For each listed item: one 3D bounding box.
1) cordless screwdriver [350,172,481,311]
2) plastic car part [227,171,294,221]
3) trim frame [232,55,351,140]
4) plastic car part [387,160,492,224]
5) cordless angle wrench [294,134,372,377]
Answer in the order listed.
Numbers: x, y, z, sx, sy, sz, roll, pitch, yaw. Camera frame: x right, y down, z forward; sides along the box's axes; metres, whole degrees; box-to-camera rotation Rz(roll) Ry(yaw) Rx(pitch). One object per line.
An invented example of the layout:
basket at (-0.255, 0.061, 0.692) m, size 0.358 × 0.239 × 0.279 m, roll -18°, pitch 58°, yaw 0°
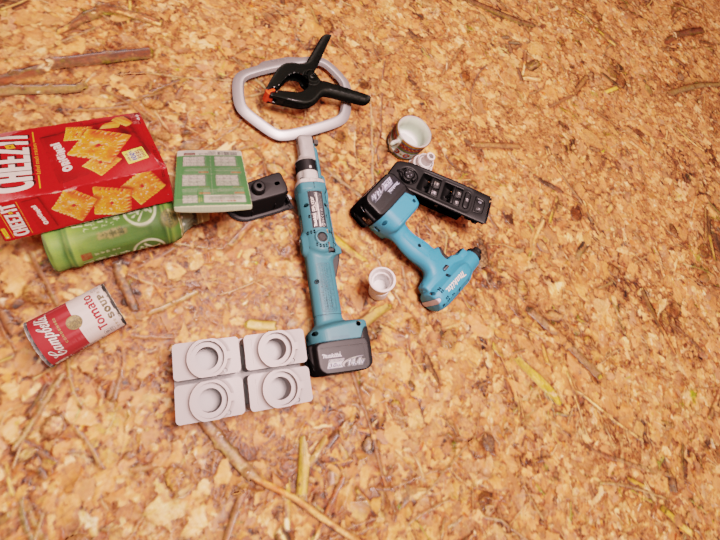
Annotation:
cordless screwdriver at (0.110, -0.066, 0.772) m, size 0.157 × 0.075 × 0.248 m, roll -41°, pitch 92°, yaw -26°
plastic car part at (-0.167, -0.127, 0.703) m, size 0.113 × 0.072 × 0.067 m, roll -23°, pitch 81°, yaw -28°
trim frame at (-0.126, -0.339, 0.817) m, size 0.243 × 0.028 × 0.187 m, roll -25°, pitch 81°, yaw -22°
plastic car part at (0.143, -0.148, 0.812) m, size 0.201 × 0.067 × 0.066 m, roll 25°, pitch 73°, yaw -4°
cordless angle wrench at (-0.069, -0.045, 0.709) m, size 0.095 × 0.075 × 0.433 m, roll -3°, pitch 70°, yaw -21°
